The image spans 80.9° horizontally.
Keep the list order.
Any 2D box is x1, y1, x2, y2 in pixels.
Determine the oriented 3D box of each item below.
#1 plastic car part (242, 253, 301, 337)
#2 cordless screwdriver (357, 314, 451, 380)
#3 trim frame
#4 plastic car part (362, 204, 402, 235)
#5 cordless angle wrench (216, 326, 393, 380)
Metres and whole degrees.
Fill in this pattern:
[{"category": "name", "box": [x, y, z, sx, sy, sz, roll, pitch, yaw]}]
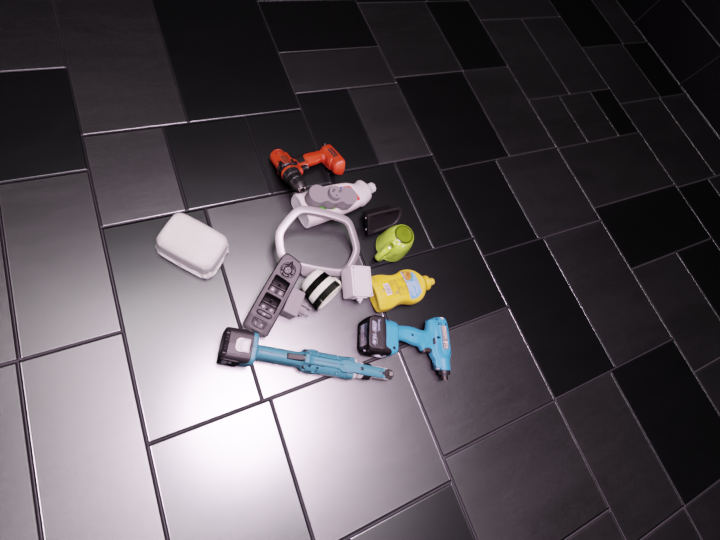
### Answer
[{"category": "plastic car part", "box": [-0.206, 0.058, 1.030, 0.067, 0.067, 0.203, 27, 84, 1]}, {"category": "cordless screwdriver", "box": [0.119, 0.195, 1.075, 0.241, 0.075, 0.163, 6, 66, -19]}, {"category": "trim frame", "box": [-0.109, -0.071, 1.112, 0.238, 0.029, 0.185, 11, 84, -28]}, {"category": "plastic car part", "box": [0.053, -0.156, 1.213, 0.114, 0.064, 0.075, -20, 37, -23]}, {"category": "cordless angle wrench", "box": [-0.118, 0.214, 0.995, 0.411, 0.099, 0.076, 14, 65, -15]}]
